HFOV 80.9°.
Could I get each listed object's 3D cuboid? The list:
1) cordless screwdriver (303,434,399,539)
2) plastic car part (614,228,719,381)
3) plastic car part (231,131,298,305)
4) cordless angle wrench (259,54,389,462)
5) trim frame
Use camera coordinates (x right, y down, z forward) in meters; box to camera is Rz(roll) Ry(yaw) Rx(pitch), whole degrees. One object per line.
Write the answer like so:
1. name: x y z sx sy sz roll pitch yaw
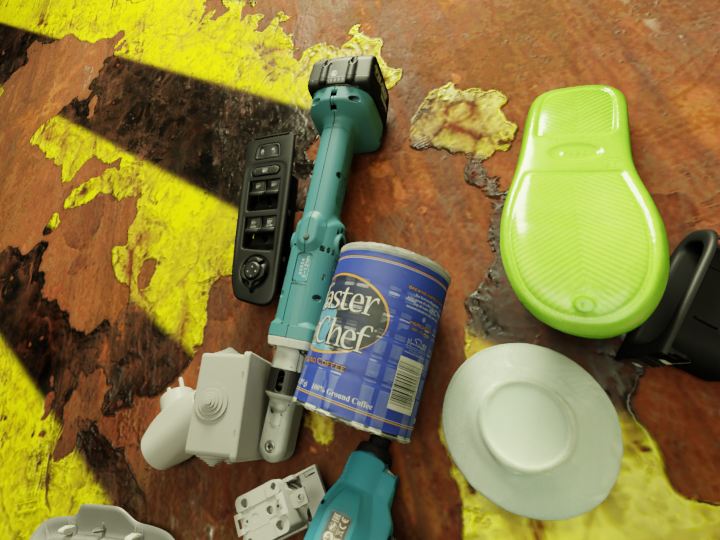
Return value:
1. cordless screwdriver: 0.078 0.218 0.277 0.260 0.071 0.159 11 46 26
2. plastic car part: 0.254 0.031 0.303 0.073 0.064 0.116 35 81 16
3. plastic car part: -0.107 -0.056 0.494 0.068 0.064 0.206 -1 71 15
4. cordless angle wrench: -0.043 -0.028 0.444 0.077 0.093 0.428 4 72 20
5. trim frame: -0.270 0.336 0.413 0.256 0.026 0.188 -9 63 22
